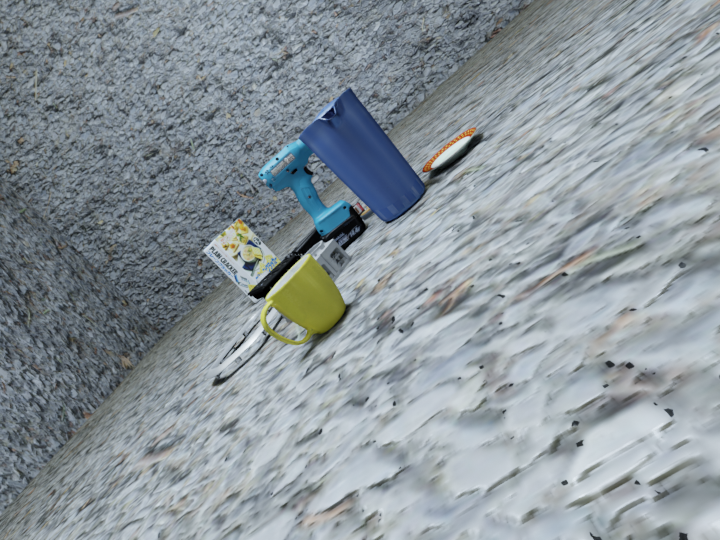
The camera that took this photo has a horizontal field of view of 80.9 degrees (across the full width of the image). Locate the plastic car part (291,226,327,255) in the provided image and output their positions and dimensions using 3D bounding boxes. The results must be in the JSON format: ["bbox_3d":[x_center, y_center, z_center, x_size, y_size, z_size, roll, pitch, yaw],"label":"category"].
[{"bbox_3d":[-0.098,-0.064,0.997,0.116,0.070,0.068,-46,12,-12],"label":"plastic car part"}]

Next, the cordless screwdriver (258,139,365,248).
[{"bbox_3d":[-0.085,-0.173,0.927,0.159,0.244,0.076,-43,9,-1],"label":"cordless screwdriver"}]

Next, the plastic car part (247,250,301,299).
[{"bbox_3d":[-0.188,0.012,1.030,0.068,0.066,0.203,-34,16,36],"label":"plastic car part"}]

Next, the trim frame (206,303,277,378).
[{"bbox_3d":[-0.229,0.132,0.876,0.188,0.027,0.249,-34,17,31],"label":"trim frame"}]
